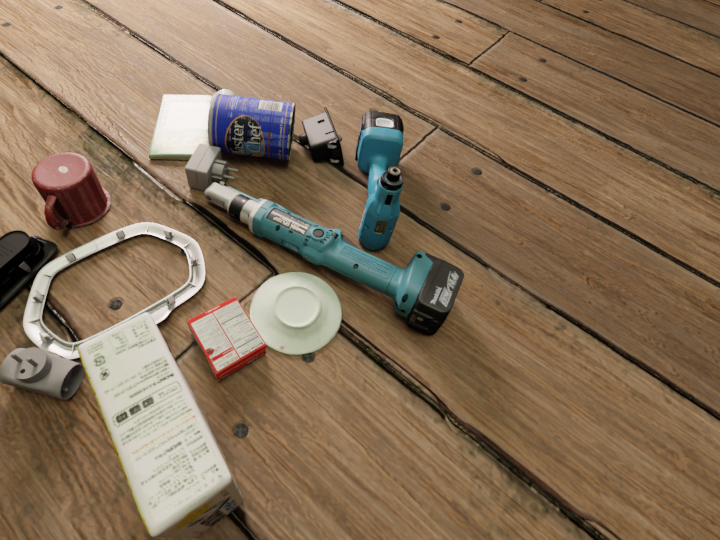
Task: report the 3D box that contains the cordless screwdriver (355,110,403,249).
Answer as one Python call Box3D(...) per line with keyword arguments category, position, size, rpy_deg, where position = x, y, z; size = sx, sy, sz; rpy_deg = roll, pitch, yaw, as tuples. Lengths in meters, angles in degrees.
Box3D(category="cordless screwdriver", position=(0.035, -0.173, 0.695), size=(0.074, 0.156, 0.255), rpy_deg=(7, 54, -7))

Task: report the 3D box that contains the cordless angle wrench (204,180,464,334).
Box3D(category="cordless angle wrench", position=(-0.063, -0.041, 0.648), size=(0.434, 0.072, 0.098), rpy_deg=(25, 56, 13))

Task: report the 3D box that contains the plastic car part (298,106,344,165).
Box3D(category="plastic car part", position=(-0.079, -0.250, 0.798), size=(0.071, 0.063, 0.122), rpy_deg=(-19, 56, -4))

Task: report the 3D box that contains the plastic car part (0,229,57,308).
Box3D(category="plastic car part", position=(-0.508, 0.018, 0.563), size=(0.068, 0.065, 0.203), rpy_deg=(20, 53, 13))

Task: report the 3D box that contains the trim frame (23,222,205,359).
Box3D(category="trim frame", position=(-0.344, 0.018, 0.600), size=(0.243, 0.027, 0.192), rpy_deg=(-31, 65, -26))
